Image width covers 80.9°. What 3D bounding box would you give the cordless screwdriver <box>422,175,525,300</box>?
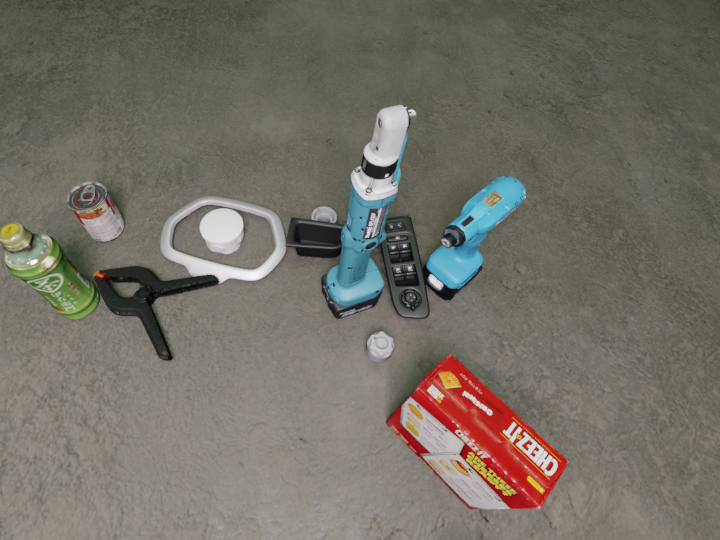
[{"bbox_3d":[0.161,-0.032,0.692,0.157,0.243,0.077,-37,71,-25],"label":"cordless screwdriver"}]

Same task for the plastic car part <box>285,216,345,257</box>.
[{"bbox_3d":[-0.078,-0.051,0.794,0.117,0.069,0.067,8,58,0],"label":"plastic car part"}]

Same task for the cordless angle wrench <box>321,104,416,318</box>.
[{"bbox_3d":[0.005,-0.056,0.599,0.096,0.414,0.077,-16,63,-17],"label":"cordless angle wrench"}]

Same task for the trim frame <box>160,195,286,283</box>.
[{"bbox_3d":[-0.264,-0.063,0.817,0.251,0.027,0.187,14,58,5],"label":"trim frame"}]

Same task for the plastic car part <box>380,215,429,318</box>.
[{"bbox_3d":[0.074,0.000,0.772,0.066,0.065,0.210,-4,58,-8],"label":"plastic car part"}]
